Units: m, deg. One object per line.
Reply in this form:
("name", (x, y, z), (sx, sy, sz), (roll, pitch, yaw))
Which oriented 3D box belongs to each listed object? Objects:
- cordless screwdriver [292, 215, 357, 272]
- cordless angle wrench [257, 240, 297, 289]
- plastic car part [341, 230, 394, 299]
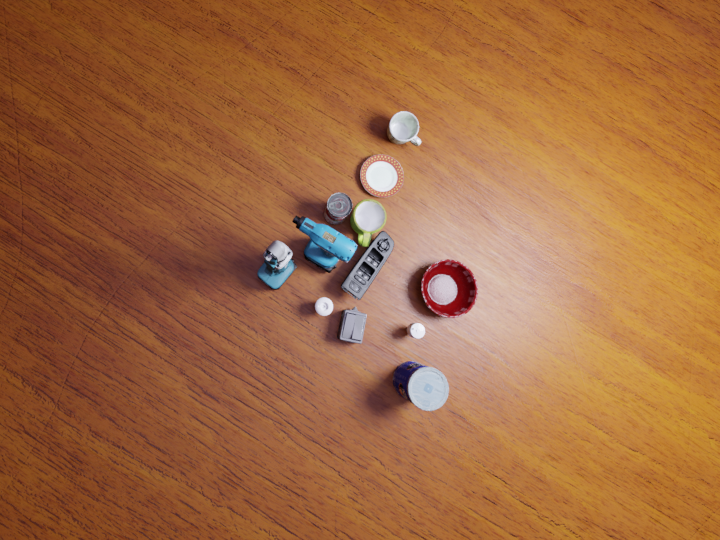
("cordless screwdriver", (-0.104, -0.068, 1.068), (0.159, 0.250, 0.074), (32, 79, -4))
("cordless angle wrench", (-0.190, -0.020, 0.963), (0.074, 0.425, 0.098), (40, 78, -5))
("plastic car part", (0.023, -0.016, 1.164), (0.066, 0.067, 0.203), (36, 79, -2))
